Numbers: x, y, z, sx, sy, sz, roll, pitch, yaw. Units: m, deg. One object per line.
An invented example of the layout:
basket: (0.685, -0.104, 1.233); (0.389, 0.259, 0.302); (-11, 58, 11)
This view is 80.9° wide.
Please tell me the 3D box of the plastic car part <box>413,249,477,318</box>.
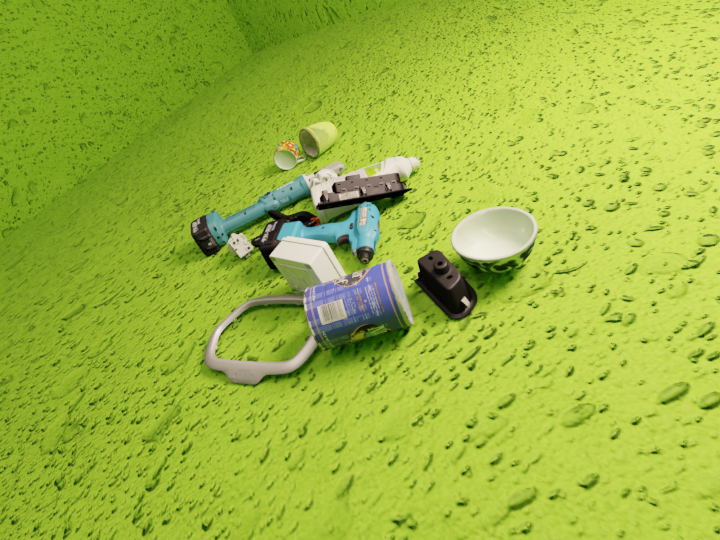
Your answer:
plastic car part: (0.127, 0.010, 0.645); (0.066, 0.068, 0.122); (-31, 34, -2)

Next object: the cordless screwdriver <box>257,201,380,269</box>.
cordless screwdriver: (-0.083, -0.055, 0.854); (0.255, 0.071, 0.163); (-11, 40, 16)

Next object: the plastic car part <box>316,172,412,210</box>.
plastic car part: (0.006, -0.169, 0.891); (0.200, 0.068, 0.066); (-7, -10, -9)

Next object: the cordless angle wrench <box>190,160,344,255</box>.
cordless angle wrench: (-0.231, -0.176, 1.091); (0.422, 0.071, 0.103); (-27, 37, -2)

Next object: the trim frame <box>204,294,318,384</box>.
trim frame: (-0.172, 0.115, 0.750); (0.258, 0.026, 0.186); (-4, 43, 27)
